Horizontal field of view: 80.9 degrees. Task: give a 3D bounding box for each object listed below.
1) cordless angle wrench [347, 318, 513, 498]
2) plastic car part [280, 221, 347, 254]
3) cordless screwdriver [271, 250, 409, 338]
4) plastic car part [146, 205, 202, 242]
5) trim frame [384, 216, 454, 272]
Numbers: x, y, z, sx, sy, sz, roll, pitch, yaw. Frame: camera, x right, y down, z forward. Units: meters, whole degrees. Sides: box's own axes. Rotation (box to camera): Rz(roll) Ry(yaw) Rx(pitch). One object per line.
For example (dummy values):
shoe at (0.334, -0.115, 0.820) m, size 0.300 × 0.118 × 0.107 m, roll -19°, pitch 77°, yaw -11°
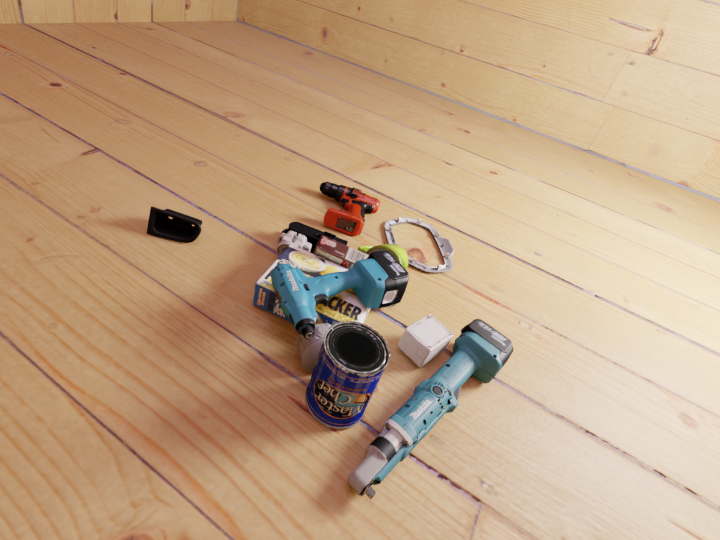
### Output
cordless angle wrench at (0.123, 0.218, 0.713) m, size 0.103 × 0.073 × 0.411 m, roll 36°, pitch 43°, yaw 25°
plastic car part at (-0.099, -0.065, 1.013) m, size 0.207 × 0.065 × 0.066 m, roll 19°, pitch 43°, yaw 9°
cordless screwdriver at (-0.028, 0.042, 0.773) m, size 0.241 × 0.073 × 0.168 m, roll -7°, pitch 42°, yaw -23°
plastic car part at (-0.413, -0.107, 0.961) m, size 0.115 × 0.065 × 0.072 m, roll 15°, pitch 22°, yaw -7°
trim frame at (0.160, -0.078, 1.149) m, size 0.181 × 0.027 × 0.257 m, roll 8°, pitch 35°, yaw -12°
